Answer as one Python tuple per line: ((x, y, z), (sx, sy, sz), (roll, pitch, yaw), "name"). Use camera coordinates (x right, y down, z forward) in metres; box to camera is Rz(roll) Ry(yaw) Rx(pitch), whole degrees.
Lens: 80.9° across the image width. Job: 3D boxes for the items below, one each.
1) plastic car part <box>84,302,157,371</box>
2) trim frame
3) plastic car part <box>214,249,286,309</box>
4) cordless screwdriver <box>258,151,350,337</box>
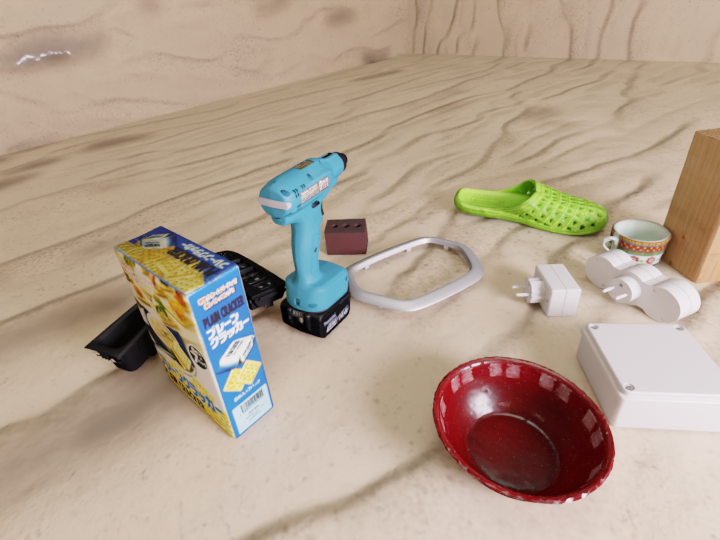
((-0.316, 0.097, 0.607), (0.068, 0.068, 0.116), (8, 36, 21), "plastic car part")
((0.087, 0.000, 0.711), (0.243, 0.026, 0.195), (-25, 37, -24), "trim frame")
((-0.197, 0.016, 0.708), (0.065, 0.065, 0.215), (-28, 39, -31), "plastic car part")
((-0.059, -0.039, 0.604), (0.078, 0.240, 0.157), (15, 37, 28), "cordless screwdriver")
